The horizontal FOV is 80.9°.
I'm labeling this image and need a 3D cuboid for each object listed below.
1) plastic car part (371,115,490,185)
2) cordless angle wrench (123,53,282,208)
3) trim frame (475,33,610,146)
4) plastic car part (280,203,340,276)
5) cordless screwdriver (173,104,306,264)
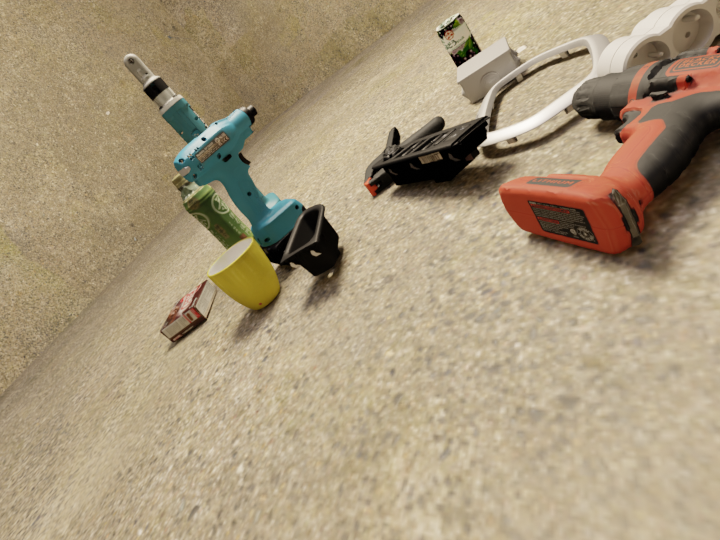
[{"bbox_3d":[0.091,-0.151,0.572,0.066,0.064,0.212,-47,26,-15],"label":"plastic car part"},{"bbox_3d":[-0.279,-0.225,0.801,0.074,0.407,0.102,-41,21,-2],"label":"cordless angle wrench"},{"bbox_3d":[0.229,-0.238,0.560,0.190,0.026,0.250,-20,33,37],"label":"trim frame"},{"bbox_3d":[-0.058,-0.038,0.594,0.067,0.068,0.119,-29,27,26],"label":"plastic car part"},{"bbox_3d":[-0.162,-0.136,0.693,0.158,0.239,0.077,-50,23,-21],"label":"cordless screwdriver"}]
